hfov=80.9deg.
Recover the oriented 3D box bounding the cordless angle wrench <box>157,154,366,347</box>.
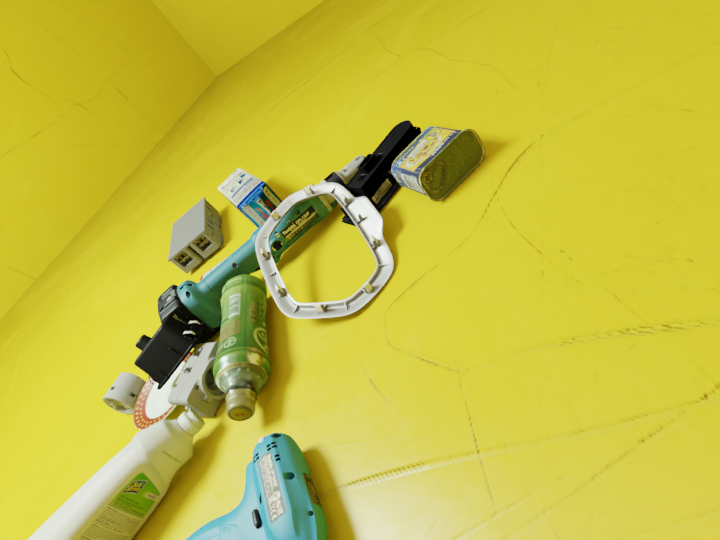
[{"bbox_3d":[-0.147,-0.049,0.703,0.422,0.093,0.078,-42,36,-4],"label":"cordless angle wrench"}]

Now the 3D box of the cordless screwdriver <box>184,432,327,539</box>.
[{"bbox_3d":[-0.133,0.277,0.361,0.249,0.071,0.167,-39,35,0],"label":"cordless screwdriver"}]

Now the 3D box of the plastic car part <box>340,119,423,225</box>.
[{"bbox_3d":[0.035,-0.162,0.667,0.202,0.064,0.069,-50,27,-14],"label":"plastic car part"}]

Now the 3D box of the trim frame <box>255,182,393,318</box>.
[{"bbox_3d":[-0.058,-0.038,0.597,0.184,0.026,0.261,-30,49,0],"label":"trim frame"}]

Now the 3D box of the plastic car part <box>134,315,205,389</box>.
[{"bbox_3d":[-0.294,0.116,0.628,0.117,0.069,0.068,-48,15,7],"label":"plastic car part"}]
